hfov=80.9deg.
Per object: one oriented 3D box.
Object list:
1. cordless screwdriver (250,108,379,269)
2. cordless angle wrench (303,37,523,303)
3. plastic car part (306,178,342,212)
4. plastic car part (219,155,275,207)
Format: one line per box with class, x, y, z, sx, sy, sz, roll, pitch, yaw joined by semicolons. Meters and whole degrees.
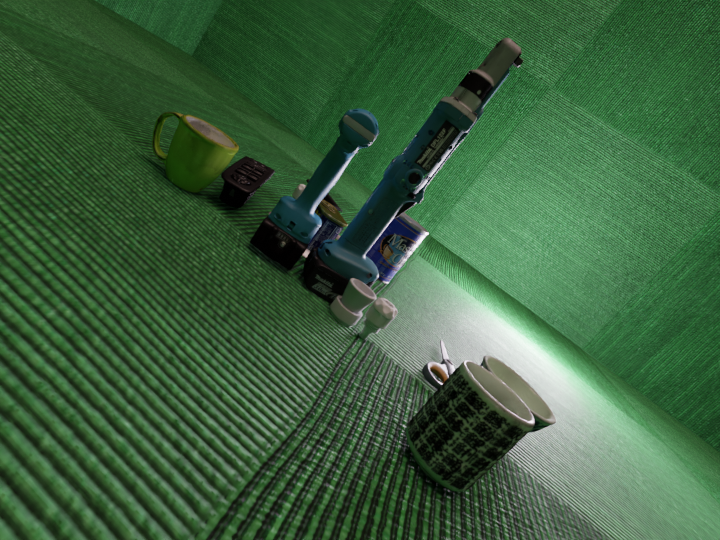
cordless screwdriver;-0.061;-0.128;0.636;0.073;0.249;0.161;35;15;-10
cordless angle wrench;0.069;-0.132;0.595;0.095;0.423;0.076;33;15;-18
plastic car part;-0.105;-0.153;0.975;0.062;0.071;0.123;24;19;-40
plastic car part;-0.210;-0.158;0.757;0.065;0.067;0.207;33;15;-14
